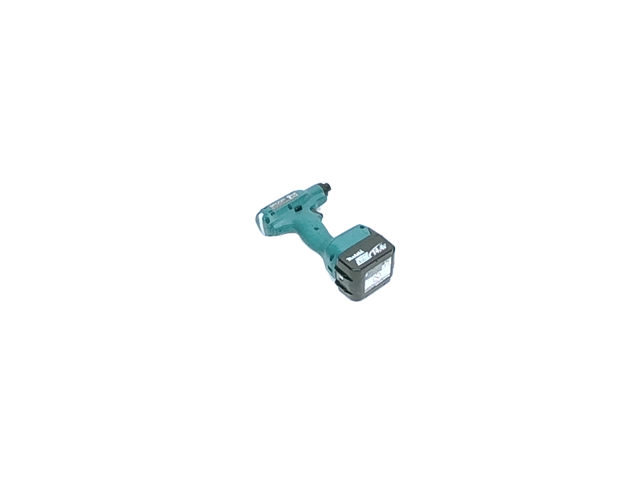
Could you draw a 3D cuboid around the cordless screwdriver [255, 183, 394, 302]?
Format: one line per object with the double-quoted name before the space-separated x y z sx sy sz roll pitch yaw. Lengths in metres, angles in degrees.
"cordless screwdriver" 0.022 -0.016 0.723 0.158 0.074 0.250 -34 50 -27
